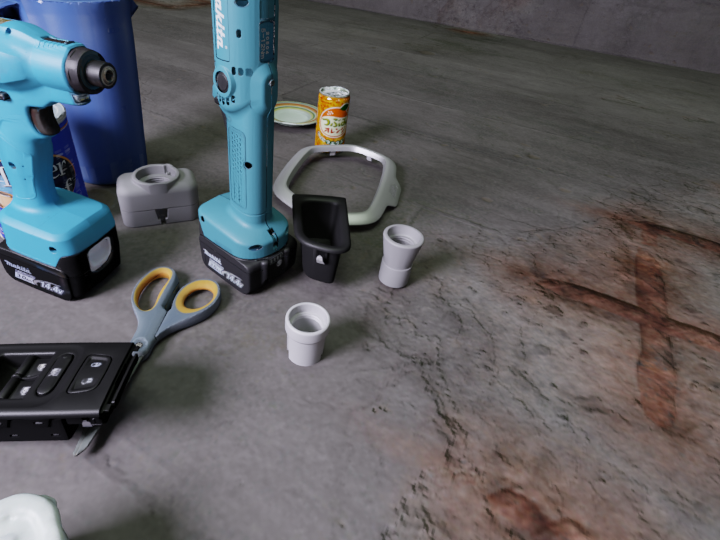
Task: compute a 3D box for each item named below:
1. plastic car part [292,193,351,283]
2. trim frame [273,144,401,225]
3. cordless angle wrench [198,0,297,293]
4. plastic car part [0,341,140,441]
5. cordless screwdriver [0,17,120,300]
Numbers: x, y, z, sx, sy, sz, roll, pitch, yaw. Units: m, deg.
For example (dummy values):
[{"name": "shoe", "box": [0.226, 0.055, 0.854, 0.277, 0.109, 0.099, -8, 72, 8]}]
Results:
[{"name": "plastic car part", "box": [-0.047, -0.031, 0.479, 0.065, 0.069, 0.121, 2, 38, -9]}, {"name": "trim frame", "box": [-0.029, -0.139, 0.652, 0.187, 0.027, 0.251, 12, 39, 7]}, {"name": "cordless angle wrench", "box": [-0.100, -0.165, 0.365, 0.103, 0.413, 0.072, 32, 42, 25]}, {"name": "plastic car part", "box": [-0.266, 0.089, 0.301, 0.201, 0.065, 0.068, 3, 38, -5]}, {"name": "cordless screwdriver", "box": [-0.271, -0.085, 0.377, 0.162, 0.243, 0.075, 17, 38, 9]}]
